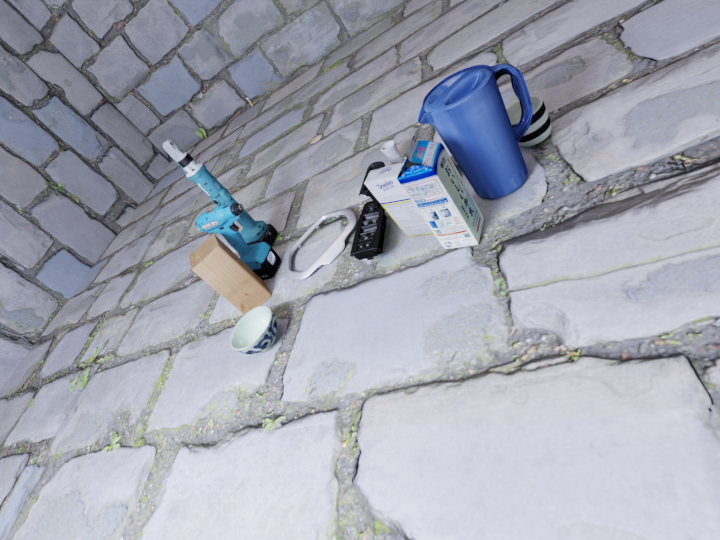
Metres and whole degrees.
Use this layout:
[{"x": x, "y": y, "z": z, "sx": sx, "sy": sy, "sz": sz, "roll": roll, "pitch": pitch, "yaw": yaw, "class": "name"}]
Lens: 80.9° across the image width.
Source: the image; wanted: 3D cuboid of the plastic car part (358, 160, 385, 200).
[{"x": 0.049, "y": -0.224, "z": 1.100, "sx": 0.068, "sy": 0.067, "sz": 0.118, "roll": -15, "pitch": 42, "yaw": 34, "class": "plastic car part"}]

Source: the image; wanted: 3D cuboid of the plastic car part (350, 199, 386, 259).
[{"x": 0.031, "y": -0.092, "z": 0.977, "sx": 0.068, "sy": 0.064, "sz": 0.207, "roll": -21, "pitch": 39, "yaw": 27, "class": "plastic car part"}]

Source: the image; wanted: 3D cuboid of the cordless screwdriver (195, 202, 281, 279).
[{"x": -0.309, "y": -0.080, "z": 1.138, "sx": 0.165, "sy": 0.237, "sz": 0.075, "roll": -15, "pitch": 40, "yaw": 35, "class": "cordless screwdriver"}]

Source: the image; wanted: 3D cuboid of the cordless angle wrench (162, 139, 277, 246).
[{"x": -0.412, "y": -0.217, "z": 1.241, "sx": 0.102, "sy": 0.402, "sz": 0.075, "roll": -10, "pitch": 43, "yaw": 39, "class": "cordless angle wrench"}]

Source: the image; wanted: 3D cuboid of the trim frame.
[{"x": -0.110, "y": -0.072, "z": 1.123, "sx": 0.248, "sy": 0.026, "sz": 0.194, "roll": -47, "pitch": 35, "yaw": -8, "class": "trim frame"}]
